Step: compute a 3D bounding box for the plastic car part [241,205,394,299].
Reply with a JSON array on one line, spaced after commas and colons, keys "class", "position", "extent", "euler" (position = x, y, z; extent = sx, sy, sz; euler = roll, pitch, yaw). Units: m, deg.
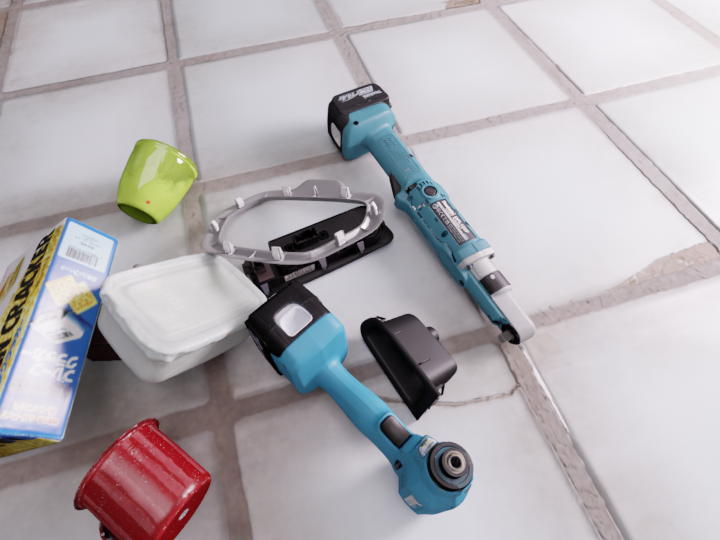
[{"class": "plastic car part", "position": [-0.054, -0.035, 0.548], "extent": [0.200, 0.065, 0.070], "euler": [-21, 54, -14]}]

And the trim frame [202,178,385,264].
[{"class": "trim frame", "position": [-0.090, -0.068, 0.533], "extent": [0.260, 0.026, 0.182], "euler": [6, 38, 31]}]

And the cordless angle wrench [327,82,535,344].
[{"class": "cordless angle wrench", "position": [0.086, -0.092, 0.573], "extent": [0.097, 0.072, 0.441], "euler": [-24, 62, -14]}]

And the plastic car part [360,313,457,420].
[{"class": "plastic car part", "position": [0.060, 0.090, 0.468], "extent": [0.069, 0.065, 0.122], "euler": [-16, 55, -27]}]

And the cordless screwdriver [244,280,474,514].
[{"class": "cordless screwdriver", "position": [-0.008, 0.110, 0.397], "extent": [0.073, 0.154, 0.260], "euler": [-38, 63, -22]}]
